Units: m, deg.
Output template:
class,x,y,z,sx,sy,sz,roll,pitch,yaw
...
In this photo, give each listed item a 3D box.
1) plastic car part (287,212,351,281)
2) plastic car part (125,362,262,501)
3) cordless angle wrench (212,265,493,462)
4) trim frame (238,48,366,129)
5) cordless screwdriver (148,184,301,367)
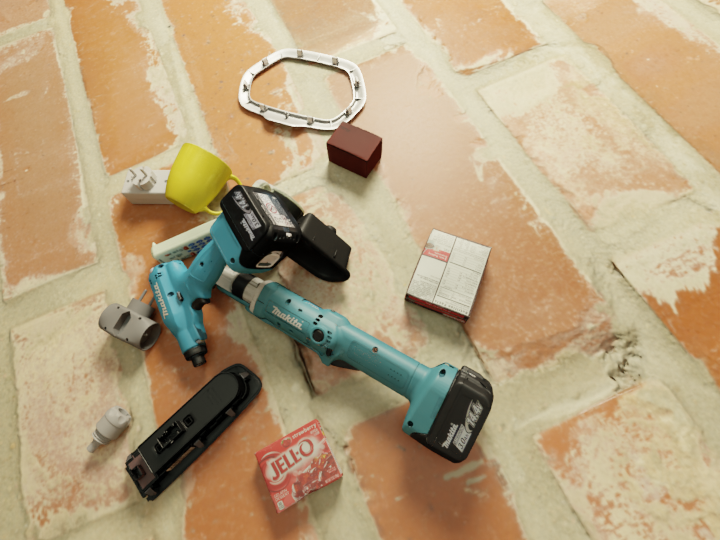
class,x,y,z,sx,sy,sz,roll,pitch,yaw
plastic car part,-0.061,-0.040,0.621,0.112,0.068,0.072,35,53,-22
plastic car part,-0.222,0.199,0.551,0.201,0.064,0.069,-42,63,-14
cordless angle wrench,-0.046,0.086,0.565,0.440,0.071,0.098,26,98,21
trim frame,-0.110,-0.339,0.784,0.255,0.027,0.185,20,72,13
cordless screwdriver,-0.186,0.011,0.570,0.252,0.071,0.164,-37,70,25
